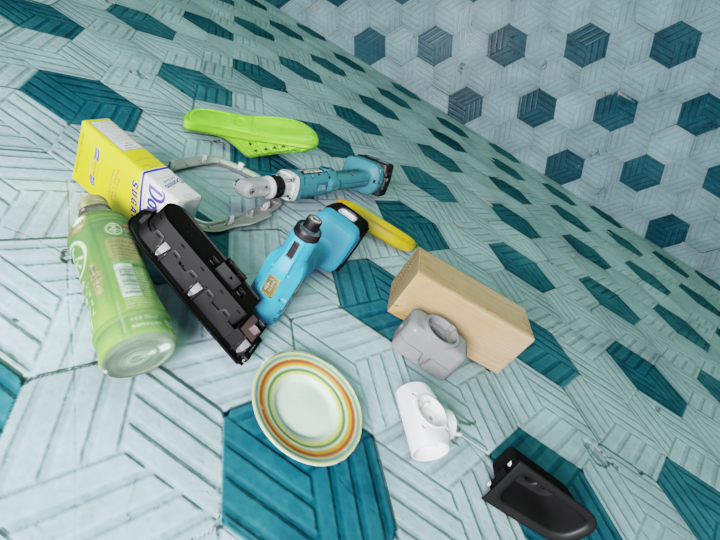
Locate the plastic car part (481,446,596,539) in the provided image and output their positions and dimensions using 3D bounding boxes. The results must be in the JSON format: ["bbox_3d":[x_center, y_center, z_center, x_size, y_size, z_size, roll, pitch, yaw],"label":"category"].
[{"bbox_3d":[0.205,0.257,0.501,0.115,0.066,0.071,33,17,-6],"label":"plastic car part"}]

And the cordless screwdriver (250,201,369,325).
[{"bbox_3d":[-0.057,-0.038,0.587,0.075,0.159,0.246,37,30,3],"label":"cordless screwdriver"}]

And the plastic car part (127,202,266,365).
[{"bbox_3d":[-0.171,0.005,0.464,0.201,0.068,0.066,48,28,-4],"label":"plastic car part"}]

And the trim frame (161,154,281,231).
[{"bbox_3d":[-0.231,-0.134,0.699,0.188,0.027,0.243,38,30,9],"label":"trim frame"}]

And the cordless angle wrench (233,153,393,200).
[{"bbox_3d":[-0.074,-0.174,0.820,0.103,0.073,0.409,28,28,25],"label":"cordless angle wrench"}]
